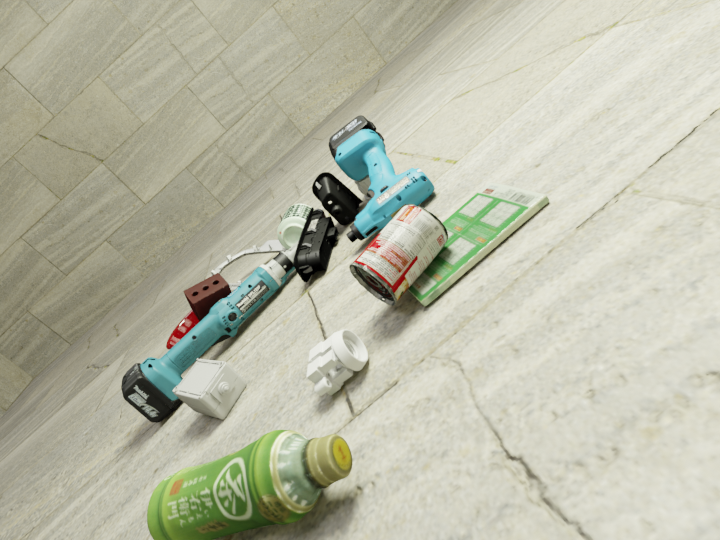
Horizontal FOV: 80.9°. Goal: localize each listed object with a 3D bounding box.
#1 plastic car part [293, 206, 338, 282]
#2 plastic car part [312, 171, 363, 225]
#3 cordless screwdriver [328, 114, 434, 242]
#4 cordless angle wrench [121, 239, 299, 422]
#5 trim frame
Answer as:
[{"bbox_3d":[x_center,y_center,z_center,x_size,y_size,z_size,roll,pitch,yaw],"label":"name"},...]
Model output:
[{"bbox_3d":[-0.078,-0.051,0.799,0.069,0.064,0.205,-6,33,15],"label":"plastic car part"},{"bbox_3d":[-0.047,-0.132,0.834,0.067,0.110,0.074,-34,45,20],"label":"plastic car part"},{"bbox_3d":[0.008,-0.166,0.757,0.160,0.070,0.261,-38,45,11],"label":"cordless screwdriver"},{"bbox_3d":[-0.244,0.083,0.786,0.420,0.094,0.078,-46,24,-17],"label":"cordless angle wrench"},{"bbox_3d":[-0.241,-0.014,0.944,0.260,0.026,0.182,-3,33,38],"label":"trim frame"}]
